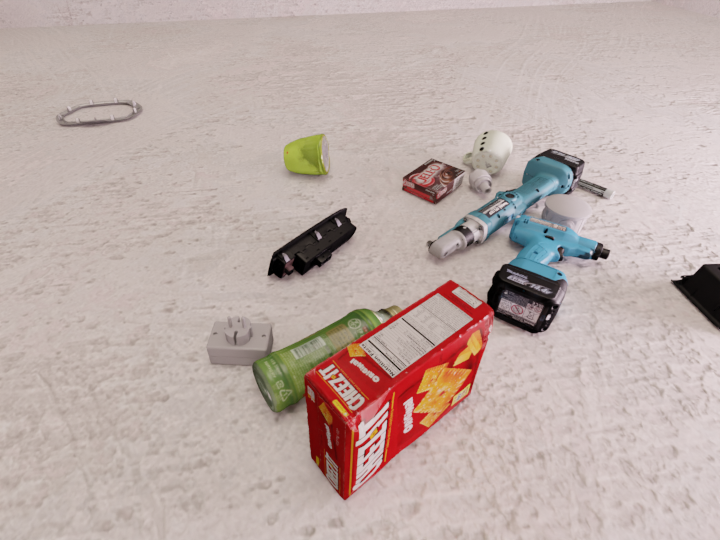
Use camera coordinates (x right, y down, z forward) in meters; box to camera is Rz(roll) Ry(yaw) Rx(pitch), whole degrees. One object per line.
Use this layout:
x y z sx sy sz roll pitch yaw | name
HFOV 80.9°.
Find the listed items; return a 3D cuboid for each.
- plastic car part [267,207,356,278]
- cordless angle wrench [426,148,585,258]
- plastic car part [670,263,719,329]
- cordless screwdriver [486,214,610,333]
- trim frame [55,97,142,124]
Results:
-0.074 -0.048 0.753 0.069 0.065 0.200 32 50 17 | plastic car part
0.286 -0.126 0.830 0.414 0.072 0.103 -32 50 -27 | cordless angle wrench
0.555 0.033 0.641 0.066 0.069 0.120 -3 39 -3 | plastic car part
0.308 -0.001 0.685 0.166 0.072 0.246 20 42 21 | cordless screwdriver
-0.795 -0.485 1.289 0.245 0.027 0.193 -8 43 -11 | trim frame
